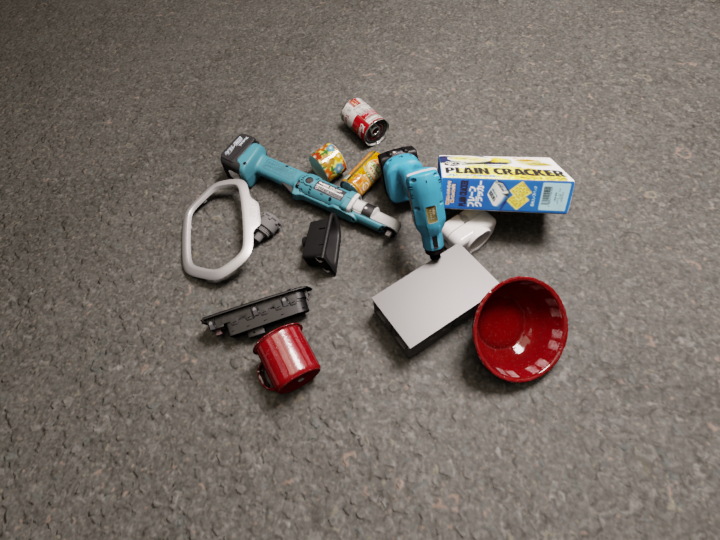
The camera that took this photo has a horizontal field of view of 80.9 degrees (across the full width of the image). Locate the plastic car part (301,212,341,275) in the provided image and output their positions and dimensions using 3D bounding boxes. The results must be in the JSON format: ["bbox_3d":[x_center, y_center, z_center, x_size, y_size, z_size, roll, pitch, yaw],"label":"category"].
[{"bbox_3d":[-0.081,-0.053,0.828,0.073,0.062,0.119,-9,54,19],"label":"plastic car part"}]

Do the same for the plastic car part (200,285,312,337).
[{"bbox_3d":[-0.177,0.078,0.759,0.202,0.064,0.069,-22,69,-5],"label":"plastic car part"}]

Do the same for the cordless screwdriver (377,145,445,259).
[{"bbox_3d":[0.098,-0.135,0.784,0.074,0.154,0.257,-15,28,0],"label":"cordless screwdriver"}]

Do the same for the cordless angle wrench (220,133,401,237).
[{"bbox_3d":[-0.108,-0.174,0.896,0.439,0.072,0.098,27,67,20],"label":"cordless angle wrench"}]

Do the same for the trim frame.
[{"bbox_3d":[-0.293,-0.089,0.878,0.187,0.026,0.258,-22,56,13],"label":"trim frame"}]
